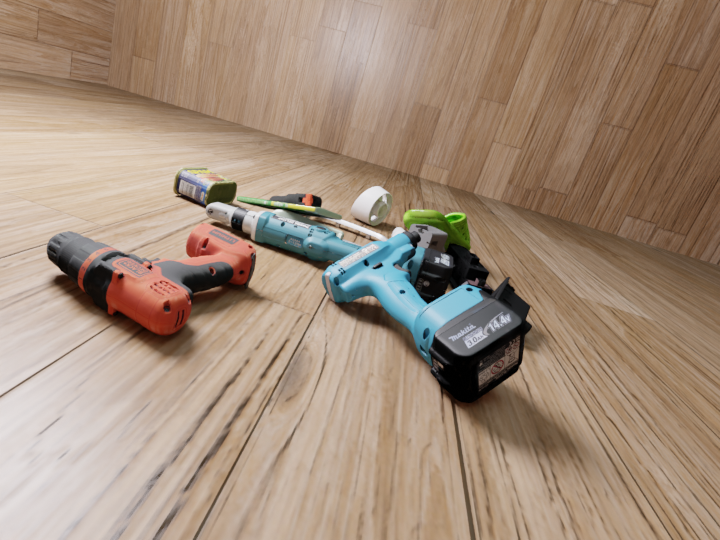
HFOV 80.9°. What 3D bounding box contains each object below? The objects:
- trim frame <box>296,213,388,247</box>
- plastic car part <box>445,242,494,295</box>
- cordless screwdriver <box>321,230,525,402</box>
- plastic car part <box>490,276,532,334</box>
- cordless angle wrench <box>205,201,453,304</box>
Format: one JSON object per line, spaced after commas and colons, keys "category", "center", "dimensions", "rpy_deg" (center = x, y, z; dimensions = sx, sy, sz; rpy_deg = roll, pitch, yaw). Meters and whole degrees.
{"category": "trim frame", "center": [-0.041, -0.075, 0.863], "dimensions": [0.257, 0.027, 0.180], "rpy_deg": [23, 19, 16]}
{"category": "plastic car part", "center": [0.197, -0.005, 0.809], "dimensions": [0.066, 0.066, 0.207], "rpy_deg": [7, 17, -6]}
{"category": "cordless screwdriver", "center": [0.081, 0.028, 0.514], "dimensions": [0.156, 0.071, 0.263], "rpy_deg": [-31, 39, -22]}
{"category": "plastic car part", "center": [0.223, 0.066, 0.641], "dimensions": [0.073, 0.066, 0.114], "rpy_deg": [36, 27, 12]}
{"category": "cordless angle wrench", "center": [-0.068, -0.045, 0.698], "dimensions": [0.433, 0.073, 0.097], "rpy_deg": [18, 19, 12]}
